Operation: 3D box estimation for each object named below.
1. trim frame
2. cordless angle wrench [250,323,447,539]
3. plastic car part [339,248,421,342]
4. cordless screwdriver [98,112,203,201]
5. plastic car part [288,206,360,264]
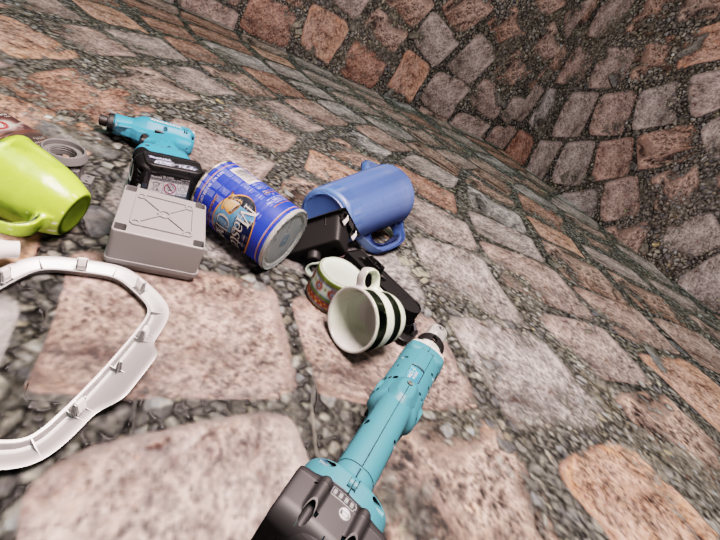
[{"bbox_3d":[-0.282,0.059,0.383,0.183,0.027,0.251,26,27,-5],"label":"trim frame"},{"bbox_3d":[0.036,0.145,0.450,0.076,0.097,0.413,33,26,12],"label":"cordless angle wrench"},{"bbox_3d":[0.022,0.023,0.663,0.063,0.067,0.213,1,41,-53],"label":"plastic car part"},{"bbox_3d":[-0.343,-0.189,0.683,0.152,0.074,0.262,8,31,-31],"label":"cordless screwdriver"},{"bbox_3d":[-0.065,-0.043,0.667,0.073,0.119,0.062,-90,157,-43],"label":"plastic car part"}]
